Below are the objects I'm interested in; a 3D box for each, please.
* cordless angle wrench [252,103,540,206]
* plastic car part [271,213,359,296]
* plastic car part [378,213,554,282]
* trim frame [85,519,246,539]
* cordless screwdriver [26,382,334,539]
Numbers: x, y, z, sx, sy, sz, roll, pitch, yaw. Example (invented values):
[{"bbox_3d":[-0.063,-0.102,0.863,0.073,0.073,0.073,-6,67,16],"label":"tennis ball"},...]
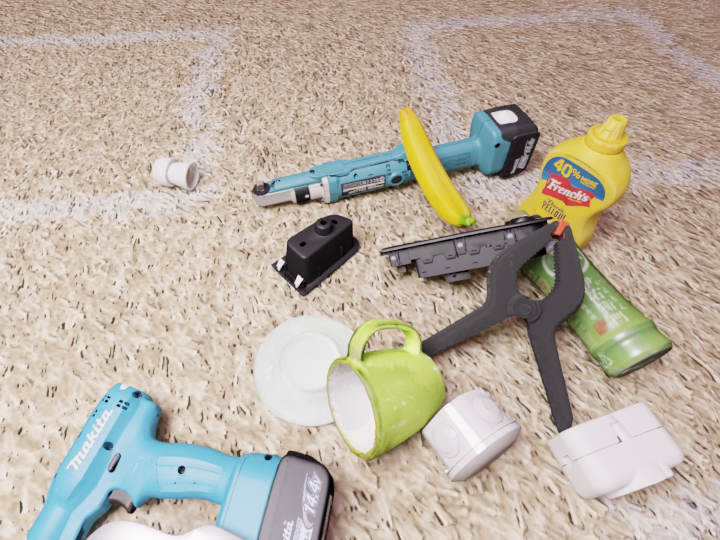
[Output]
[{"bbox_3d":[0.047,-0.156,0.637,0.420,0.094,0.077,-14,55,-5],"label":"cordless angle wrench"},{"bbox_3d":[-0.054,-0.035,0.548,0.115,0.069,0.069,-39,64,-23],"label":"plastic car part"},{"bbox_3d":[0.130,-0.024,0.512,0.208,0.064,0.068,-15,80,18],"label":"plastic car part"},{"bbox_3d":[-0.114,0.280,0.287,0.255,0.027,0.185,16,84,15],"label":"trim frame"},{"bbox_3d":[-0.154,0.208,0.361,0.255,0.072,0.161,12,55,13],"label":"cordless screwdriver"}]
